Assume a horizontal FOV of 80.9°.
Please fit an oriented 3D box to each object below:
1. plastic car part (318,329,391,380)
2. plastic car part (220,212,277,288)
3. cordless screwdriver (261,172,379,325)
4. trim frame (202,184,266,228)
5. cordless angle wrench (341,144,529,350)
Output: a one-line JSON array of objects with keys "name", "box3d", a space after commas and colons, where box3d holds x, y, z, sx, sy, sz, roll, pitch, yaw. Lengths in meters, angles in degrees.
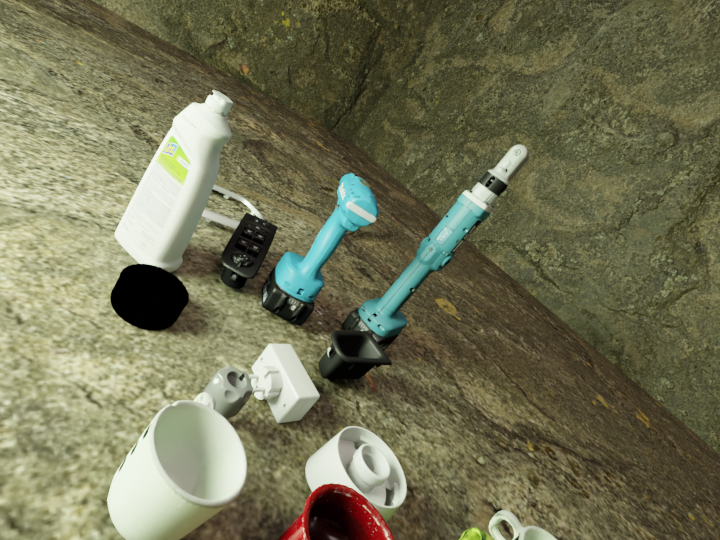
[{"name": "plastic car part", "box3d": [-0.021, 0.132, 0.621, 0.110, 0.071, 0.069, 12, 31, -50]}, {"name": "plastic car part", "box3d": [-0.196, -0.032, 0.719, 0.064, 0.067, 0.208, 31, 20, -16]}, {"name": "cordless screwdriver", "box3d": [-0.067, -0.044, 0.685, 0.072, 0.249, 0.165, 30, 21, -22]}, {"name": "trim frame", "box3d": [-0.294, -0.139, 0.865, 0.235, 0.027, 0.194, 16, 27, -43]}, {"name": "cordless angle wrench", "box3d": [0.127, -0.030, 0.712, 0.078, 0.424, 0.093, 47, 21, 24]}]
